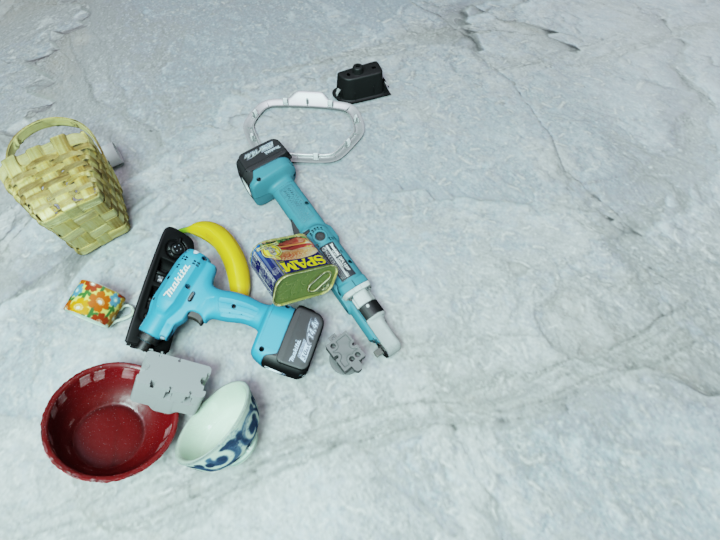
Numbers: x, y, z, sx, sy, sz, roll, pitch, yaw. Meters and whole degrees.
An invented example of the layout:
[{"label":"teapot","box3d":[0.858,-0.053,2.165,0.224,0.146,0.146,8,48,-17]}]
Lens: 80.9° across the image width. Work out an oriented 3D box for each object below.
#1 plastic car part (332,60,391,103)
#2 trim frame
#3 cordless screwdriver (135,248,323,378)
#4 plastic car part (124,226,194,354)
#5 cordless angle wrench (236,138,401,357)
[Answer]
[{"label":"plastic car part","box3d":[0.001,-0.397,0.878,0.115,0.069,0.068,-16,62,-9]},{"label":"trim frame","box3d":[-0.117,-0.293,0.855,0.252,0.026,0.188,4,61,8]},{"label":"cordless screwdriver","box3d":[-0.186,0.085,0.610,0.252,0.073,0.160,24,68,6]},{"label":"plastic car part","box3d":[-0.317,0.029,0.676,0.063,0.069,0.207,21,62,-29]},{"label":"cordless angle wrench","box3d":[-0.068,-0.045,0.697,0.097,0.072,0.440,-31,66,-13]}]
